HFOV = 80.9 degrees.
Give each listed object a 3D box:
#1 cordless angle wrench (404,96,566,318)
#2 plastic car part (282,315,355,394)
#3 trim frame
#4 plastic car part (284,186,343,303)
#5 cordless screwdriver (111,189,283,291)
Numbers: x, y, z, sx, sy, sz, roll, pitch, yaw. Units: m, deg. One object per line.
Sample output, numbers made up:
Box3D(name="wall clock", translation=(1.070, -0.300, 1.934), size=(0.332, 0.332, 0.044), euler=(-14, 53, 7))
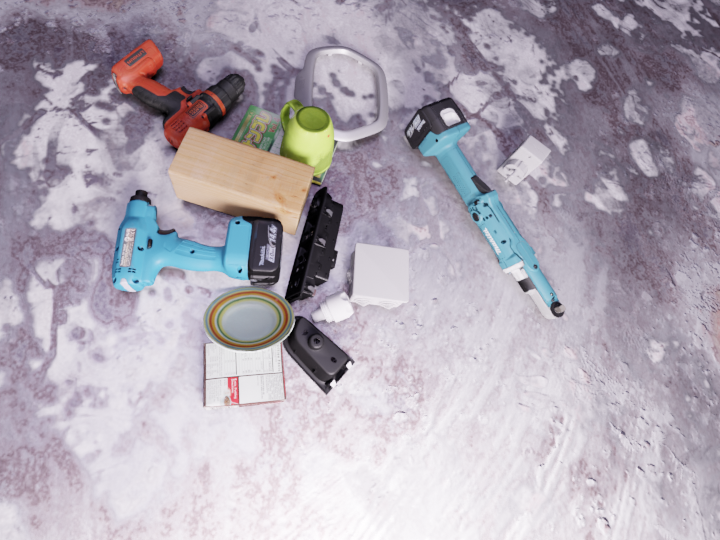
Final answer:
Box3D(name="cordless angle wrench", translation=(0.223, -0.106, 0.744), size=(0.073, 0.098, 0.431), euler=(-25, 78, -20))
Box3D(name="plastic car part", translation=(-0.063, 0.113, 0.612), size=(0.118, 0.071, 0.065), euler=(44, 66, 4))
Box3D(name="trim frame", translation=(-0.036, -0.348, 0.821), size=(0.181, 0.027, 0.254), euler=(4, 66, -10))
Box3D(name="plastic car part", translation=(-0.066, -0.043, 0.680), size=(0.065, 0.067, 0.206), euler=(14, 66, -17))
Box3D(name="cordless screwdriver", translation=(-0.243, -0.050, 0.649), size=(0.246, 0.073, 0.163), euler=(-1, 69, -6))
